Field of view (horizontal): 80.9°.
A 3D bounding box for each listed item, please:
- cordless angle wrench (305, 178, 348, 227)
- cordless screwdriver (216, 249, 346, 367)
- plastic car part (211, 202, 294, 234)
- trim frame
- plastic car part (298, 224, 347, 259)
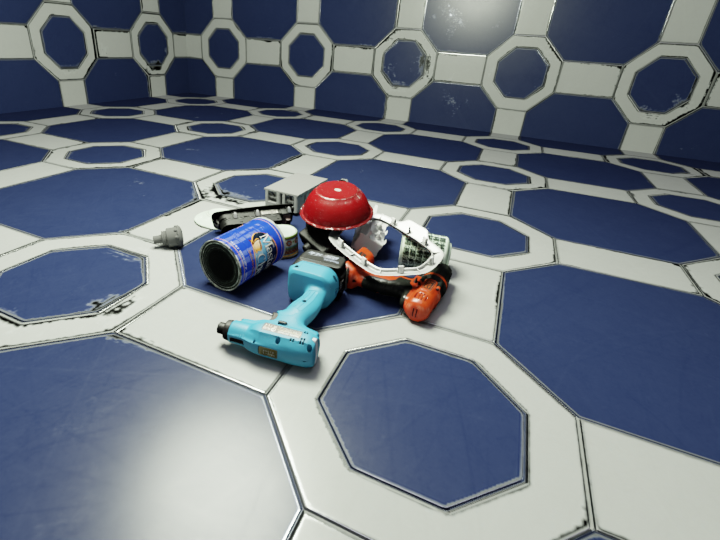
[{"bbox_3d":[-0.072,-0.196,1.168,0.075,0.096,0.427,4,25,4],"label":"cordless angle wrench"},{"bbox_3d":[-0.119,0.053,0.716,0.163,0.072,0.250,10,32,11],"label":"cordless screwdriver"},{"bbox_3d":[-0.258,-0.115,1.028,0.197,0.065,0.070,-5,55,-19],"label":"plastic car part"},{"bbox_3d":[0.047,-0.060,0.849,0.179,0.027,0.263,-21,38,-27],"label":"trim frame"},{"bbox_3d":[-0.091,-0.059,0.929,0.070,0.063,0.123,-38,57,-24],"label":"plastic car part"}]
